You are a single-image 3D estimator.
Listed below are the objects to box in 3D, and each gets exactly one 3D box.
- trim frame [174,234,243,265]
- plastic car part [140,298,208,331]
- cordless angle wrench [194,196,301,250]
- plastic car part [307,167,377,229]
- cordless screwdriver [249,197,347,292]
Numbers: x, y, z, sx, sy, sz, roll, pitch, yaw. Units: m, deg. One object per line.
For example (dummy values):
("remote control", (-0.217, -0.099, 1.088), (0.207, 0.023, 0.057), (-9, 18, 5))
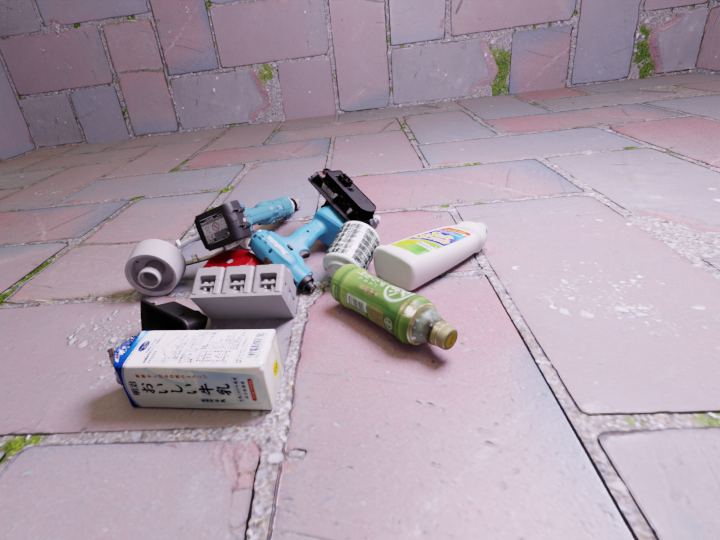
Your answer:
("trim frame", (-0.359, -0.060, 0.961), (0.180, 0.027, 0.261), (-26, 23, -24))
("plastic car part", (-0.299, 0.084, 0.698), (0.122, 0.065, 0.069), (12, 18, 26))
("cordless angle wrench", (-0.220, -0.132, 0.977), (0.100, 0.073, 0.418), (-19, 10, 18))
("plastic car part", (-0.028, -0.159, 0.892), (0.063, 0.067, 0.213), (-7, 49, -41))
("cordless screwdriver", (-0.084, -0.055, 0.859), (0.166, 0.073, 0.242), (39, 46, 20))
